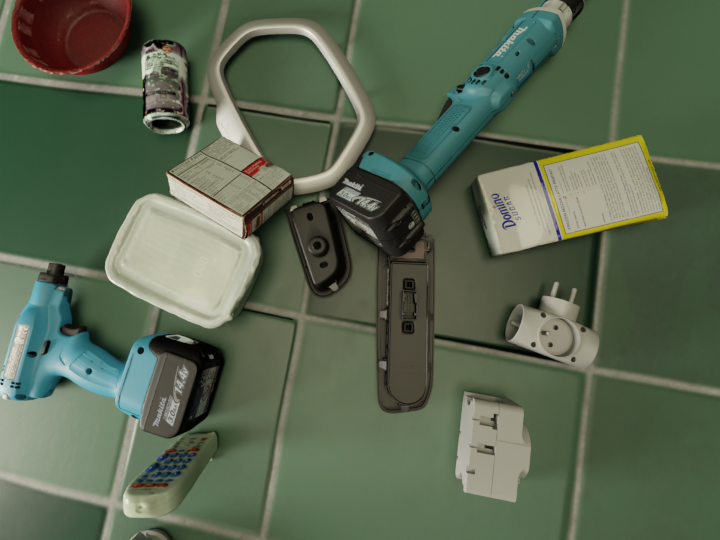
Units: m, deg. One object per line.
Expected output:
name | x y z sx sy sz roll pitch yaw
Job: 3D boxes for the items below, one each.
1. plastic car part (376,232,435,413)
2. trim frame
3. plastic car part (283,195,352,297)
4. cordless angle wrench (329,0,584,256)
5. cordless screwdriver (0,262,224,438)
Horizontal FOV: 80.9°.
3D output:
plastic car part | 0.053 0.056 0.461 0.066 0.067 0.204 3 85 -4
trim frame | -0.092 -0.210 0.530 0.184 0.027 0.252 -30 82 0
plastic car part | -0.047 -0.030 0.477 0.066 0.069 0.118 -17 79 2
cordless angle wrench | 0.140 -0.202 0.477 0.422 0.070 0.104 -48 48 -7
cordless screwdriver | -0.284 0.087 0.485 0.254 0.072 0.160 10 83 10
